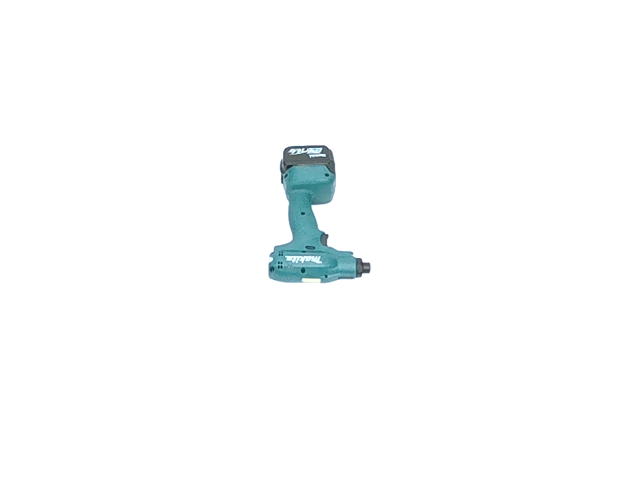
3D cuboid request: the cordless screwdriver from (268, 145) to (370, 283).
[{"bbox_3d":[-0.001,-0.043,0.717,0.159,0.248,0.074,1,-30,-1],"label":"cordless screwdriver"}]
